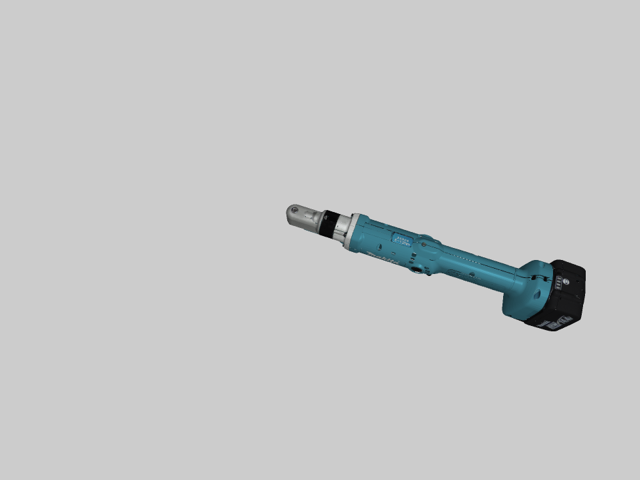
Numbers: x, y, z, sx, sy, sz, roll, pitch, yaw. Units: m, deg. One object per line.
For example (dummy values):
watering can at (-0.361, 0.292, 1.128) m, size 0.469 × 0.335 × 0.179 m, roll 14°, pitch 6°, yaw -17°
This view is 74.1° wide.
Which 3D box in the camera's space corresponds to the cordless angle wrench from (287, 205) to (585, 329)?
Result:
cordless angle wrench at (0.148, 0.022, 0.617) m, size 0.423 × 0.074 × 0.098 m, roll 18°, pitch -24°, yaw 8°
